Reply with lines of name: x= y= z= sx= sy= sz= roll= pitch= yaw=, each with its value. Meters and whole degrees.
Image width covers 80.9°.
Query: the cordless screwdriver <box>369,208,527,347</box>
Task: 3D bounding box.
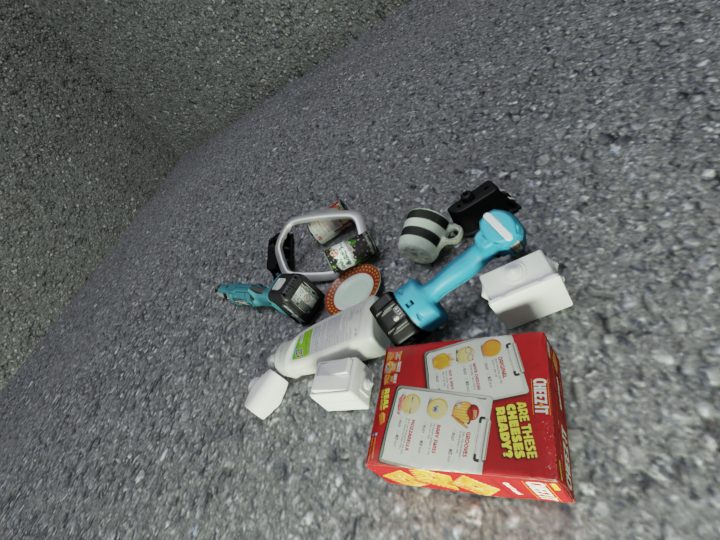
cordless screwdriver: x=0.142 y=0.016 z=0.639 sx=0.250 sy=0.151 sz=0.077 roll=-43 pitch=65 yaw=17

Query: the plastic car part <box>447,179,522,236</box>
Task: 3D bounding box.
plastic car part: x=0.208 y=-0.115 z=0.752 sx=0.118 sy=0.067 sz=0.068 roll=-31 pitch=32 yaw=11

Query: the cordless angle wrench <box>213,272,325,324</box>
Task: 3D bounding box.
cordless angle wrench: x=-0.251 y=0.058 z=1.017 sx=0.443 sy=0.093 sz=0.074 roll=-1 pitch=50 yaw=50

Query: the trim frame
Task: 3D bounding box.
trim frame: x=-0.095 y=-0.062 z=0.975 sx=0.259 sy=0.026 sz=0.187 roll=-4 pitch=69 yaw=30

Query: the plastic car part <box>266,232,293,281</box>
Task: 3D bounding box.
plastic car part: x=-0.213 y=-0.044 z=1.111 sx=0.067 sy=0.064 sz=0.211 roll=-27 pitch=38 yaw=10
